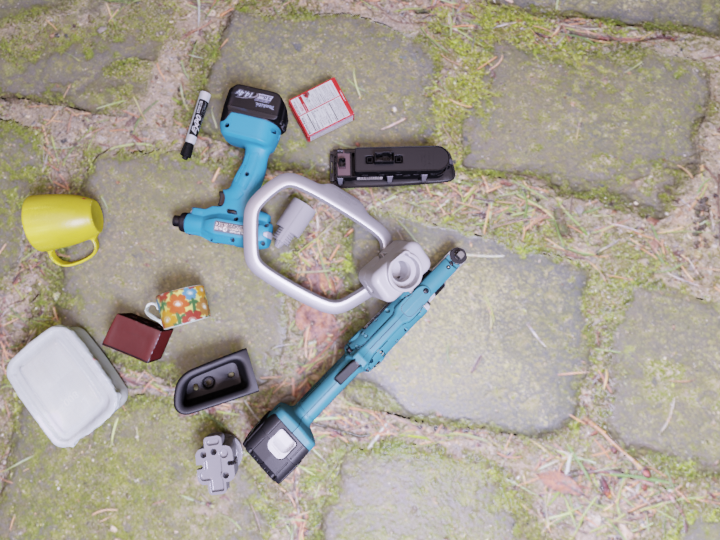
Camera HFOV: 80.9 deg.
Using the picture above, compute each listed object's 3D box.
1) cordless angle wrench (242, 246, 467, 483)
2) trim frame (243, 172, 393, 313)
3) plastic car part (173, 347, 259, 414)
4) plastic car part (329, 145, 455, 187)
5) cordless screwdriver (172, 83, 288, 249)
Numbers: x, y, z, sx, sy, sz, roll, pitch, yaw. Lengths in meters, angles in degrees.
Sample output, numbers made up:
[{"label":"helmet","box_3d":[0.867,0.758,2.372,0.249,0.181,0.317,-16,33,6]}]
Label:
[{"label":"cordless angle wrench","box_3d":[0.008,0.118,0.628,0.075,0.097,0.421,45,82,3]},{"label":"trim frame","box_3d":[-0.063,-0.041,0.648,0.244,0.028,0.184,29,87,-9]},{"label":"plastic car part","box_3d":[-0.219,0.167,0.633,0.114,0.072,0.067,-17,84,-17]},{"label":"plastic car part","box_3d":[0.053,-0.173,0.675,0.203,0.066,0.067,0,77,-1]},{"label":"cordless screwdriver","box_3d":[-0.205,-0.165,0.678,0.160,0.074,0.249,9,87,3]}]
